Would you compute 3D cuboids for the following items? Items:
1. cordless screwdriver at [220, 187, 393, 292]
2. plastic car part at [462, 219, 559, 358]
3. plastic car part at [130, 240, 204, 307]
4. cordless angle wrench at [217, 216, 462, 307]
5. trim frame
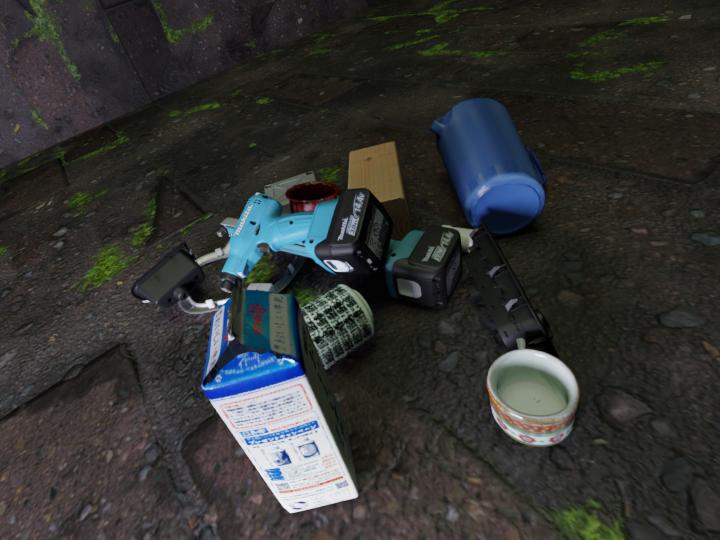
[{"bbox_3d":[-0.089,-0.034,0.581,0.261,0.070,0.160,4,65,36],"label":"cordless screwdriver"},{"bbox_3d":[0.167,0.022,0.507,0.068,0.063,0.211,-24,37,8],"label":"plastic car part"},{"bbox_3d":[-0.301,0.020,0.688,0.074,0.063,0.116,24,56,25],"label":"plastic car part"},{"bbox_3d":[-0.064,-0.042,0.658,0.444,0.071,0.097,13,47,31],"label":"cordless angle wrench"},{"bbox_3d":[-0.210,-0.003,0.731,0.251,0.026,0.190,-15,37,8],"label":"trim frame"}]
